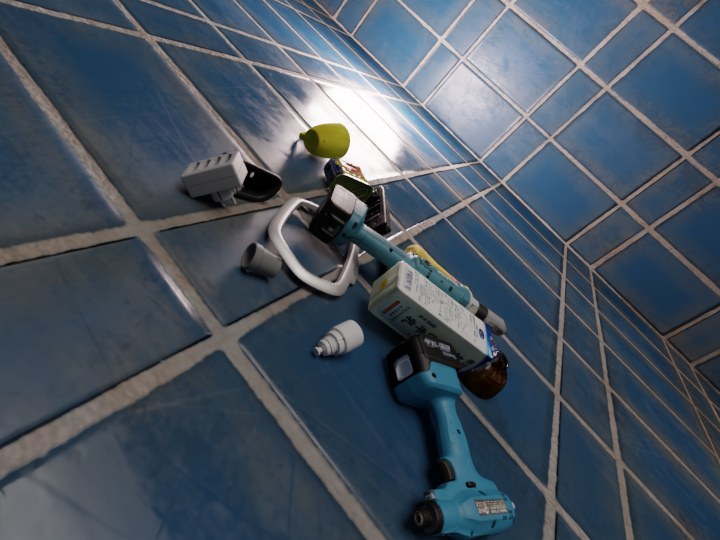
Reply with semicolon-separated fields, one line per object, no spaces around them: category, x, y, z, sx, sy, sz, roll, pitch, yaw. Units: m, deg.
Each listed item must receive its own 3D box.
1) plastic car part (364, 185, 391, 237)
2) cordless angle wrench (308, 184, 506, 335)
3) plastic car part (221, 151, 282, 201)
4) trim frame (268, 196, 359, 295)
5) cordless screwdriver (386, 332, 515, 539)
plastic car part;0.040;-0.127;0.949;0.064;0.067;0.209;40;27;-27
cordless angle wrench;0.102;0.001;0.773;0.415;0.075;0.099;34;30;-9
plastic car part;-0.200;-0.164;0.722;0.110;0.066;0.075;13;27;-47
trim frame;-0.073;-0.048;0.747;0.181;0.028;0.251;35;28;-10
cordless screwdriver;0.098;0.209;0.563;0.151;0.075;0.259;18;41;-36
